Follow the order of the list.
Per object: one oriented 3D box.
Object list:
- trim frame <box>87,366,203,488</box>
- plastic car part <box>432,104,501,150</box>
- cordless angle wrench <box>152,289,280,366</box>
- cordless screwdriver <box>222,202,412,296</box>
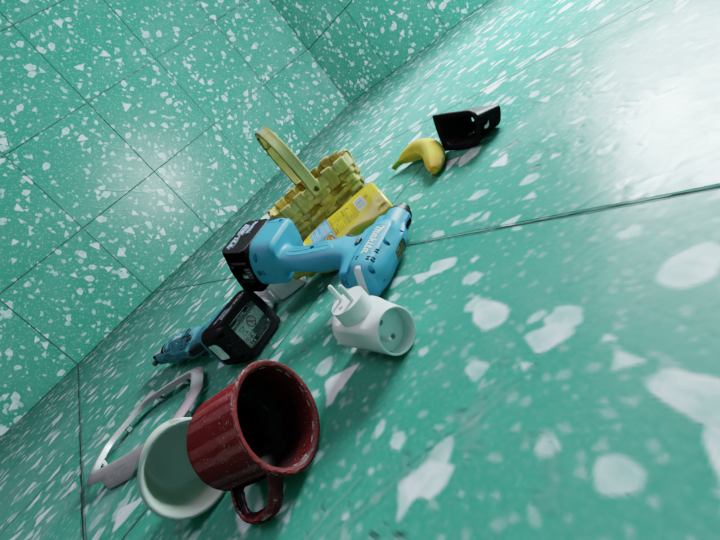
[{"bbox_3d":[-0.330,0.242,0.659,0.252,0.027,0.187,-32,22,20],"label":"trim frame"},{"bbox_3d":[0.180,-0.237,0.678,0.070,0.064,0.121,-31,20,-14],"label":"plastic car part"},{"bbox_3d":[-0.295,0.130,0.764,0.436,0.072,0.098,-22,27,46],"label":"cordless angle wrench"},{"bbox_3d":[-0.057,-0.037,0.582,0.260,0.071,0.159,1,41,31],"label":"cordless screwdriver"}]
